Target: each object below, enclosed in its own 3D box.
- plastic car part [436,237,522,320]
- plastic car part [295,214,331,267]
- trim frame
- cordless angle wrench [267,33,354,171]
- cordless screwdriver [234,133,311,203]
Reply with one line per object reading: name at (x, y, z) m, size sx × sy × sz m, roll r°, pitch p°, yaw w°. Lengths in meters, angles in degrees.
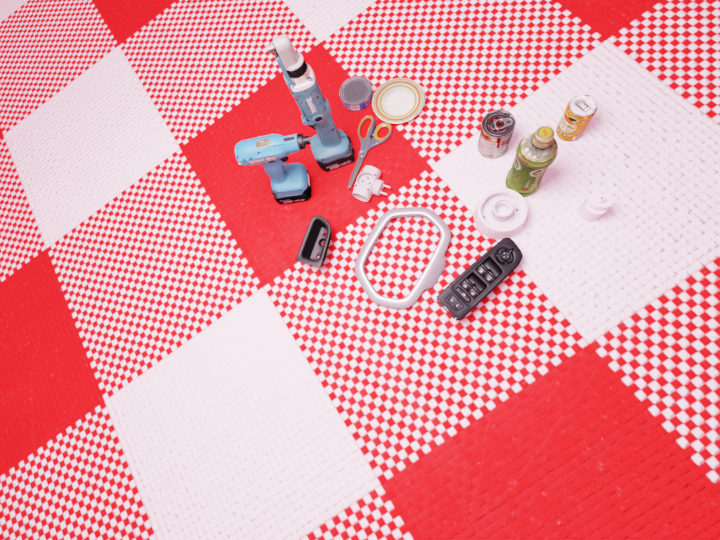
plastic car part at (0.253, 0.018, 0.884) m, size 0.203 × 0.065 × 0.069 m, roll -43°, pitch 72°, yaw 0°
plastic car part at (-0.097, -0.064, 0.996) m, size 0.068 × 0.068 × 0.117 m, roll 16°, pitch 80°, yaw 16°
trim frame at (0.096, -0.033, 0.959) m, size 0.191 × 0.026 × 0.248 m, roll 28°, pitch 84°, yaw 20°
cordless angle wrench at (-0.096, -0.338, 0.890) m, size 0.099 × 0.408 × 0.076 m, roll -18°, pitch 75°, yaw 6°
cordless screwdriver at (-0.165, -0.235, 0.969) m, size 0.162 × 0.240 × 0.076 m, roll -7°, pitch 76°, yaw 10°
